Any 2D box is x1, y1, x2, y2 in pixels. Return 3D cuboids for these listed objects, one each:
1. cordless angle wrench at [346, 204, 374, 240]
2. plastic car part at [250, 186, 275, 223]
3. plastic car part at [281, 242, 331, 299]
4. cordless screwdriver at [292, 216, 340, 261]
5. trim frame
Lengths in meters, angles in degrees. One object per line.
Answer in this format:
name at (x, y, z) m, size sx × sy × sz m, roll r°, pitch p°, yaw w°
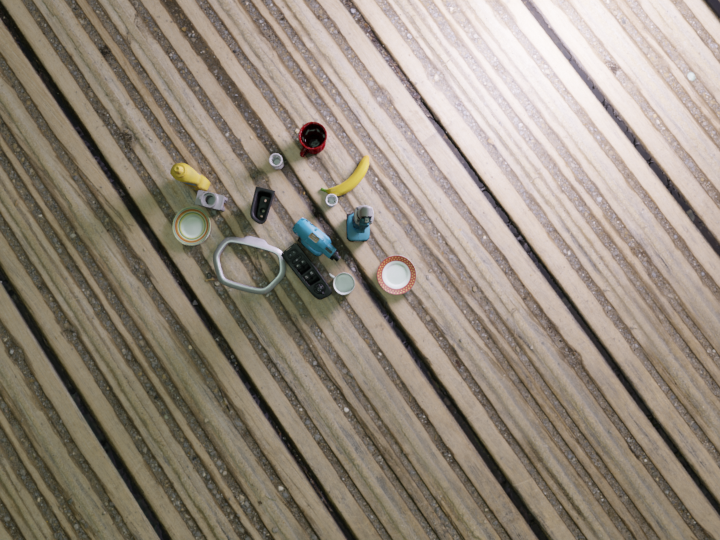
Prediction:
cordless angle wrench at (0.002, -0.142, 1.207) m, size 0.074 × 0.422 × 0.098 m, roll 0°, pitch 90°, yaw -3°
plastic car part at (-0.324, -0.209, 1.398) m, size 0.066 × 0.071 × 0.117 m, roll 14°, pitch 88°, yaw -1°
plastic car part at (-0.173, 0.008, 1.381) m, size 0.066 × 0.067 × 0.204 m, roll -38°, pitch 87°, yaw -2°
cordless screwdriver at (-0.127, -0.083, 1.294) m, size 0.160 × 0.248 × 0.074 m, roll 41°, pitch 88°, yaw -1°
trim frame at (-0.371, -0.021, 1.409) m, size 0.250 × 0.027 × 0.184 m, roll 14°, pitch 87°, yaw 3°
